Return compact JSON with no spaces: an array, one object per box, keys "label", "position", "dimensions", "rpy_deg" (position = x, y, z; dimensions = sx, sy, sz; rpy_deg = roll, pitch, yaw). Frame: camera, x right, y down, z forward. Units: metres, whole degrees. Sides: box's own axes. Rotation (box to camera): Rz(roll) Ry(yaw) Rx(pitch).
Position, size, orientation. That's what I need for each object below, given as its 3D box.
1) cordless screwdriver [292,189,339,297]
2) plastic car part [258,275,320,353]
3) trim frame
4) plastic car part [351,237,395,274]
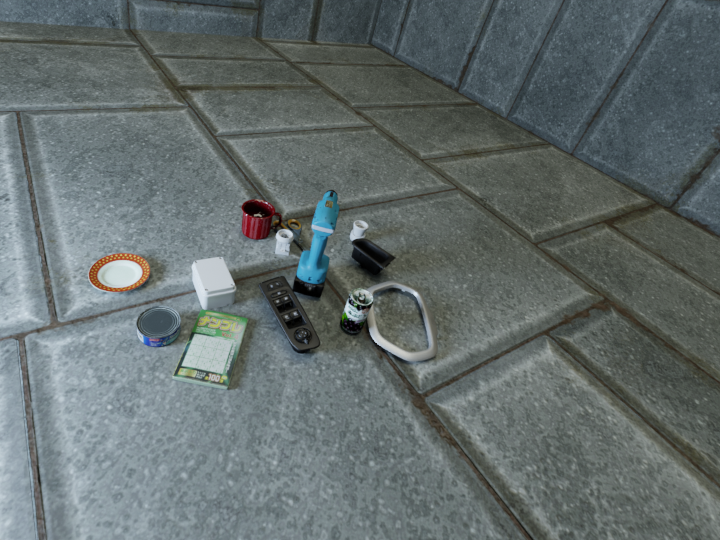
[{"label":"cordless screwdriver","position":[-0.100,-0.065,1.020],"dimensions":[0.074,0.245,0.163],"rpy_deg":[14,38,-5]},{"label":"plastic car part","position":[-0.160,0.106,0.937],"dimensions":[0.064,0.066,0.214],"rpy_deg":[-13,46,-32]},{"label":"trim frame","position":[0.101,0.117,1.034],"dimensions":[0.181,0.027,0.257],"rpy_deg":[5,40,-11]},{"label":"plastic car part","position":[0.024,-0.032,1.156],"dimensions":[0.121,0.070,0.064],"rpy_deg":[35,42,22]}]
